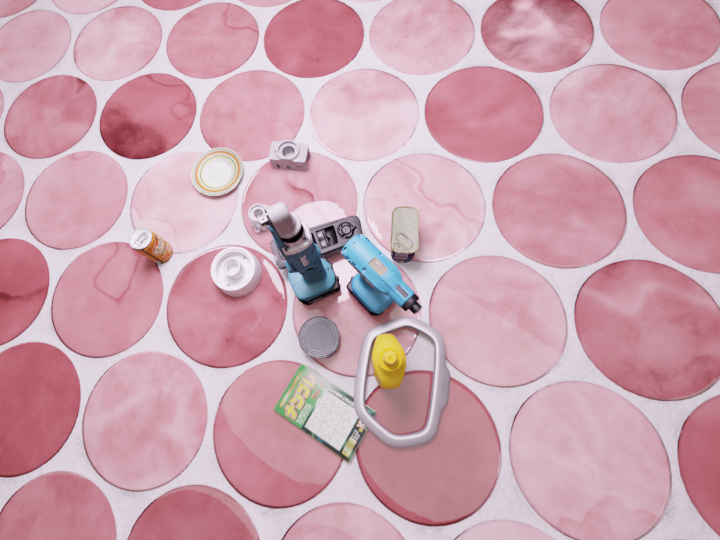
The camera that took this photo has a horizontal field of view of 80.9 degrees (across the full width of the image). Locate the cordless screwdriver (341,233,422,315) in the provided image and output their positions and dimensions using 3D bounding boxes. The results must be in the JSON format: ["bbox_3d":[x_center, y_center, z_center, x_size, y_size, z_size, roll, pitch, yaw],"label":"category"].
[{"bbox_3d":[0.040,0.034,0.788,0.074,0.243,0.164,-42,76,-9],"label":"cordless screwdriver"}]

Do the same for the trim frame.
[{"bbox_3d":[0.083,0.216,0.838,0.187,0.027,0.252,6,73,9],"label":"trim frame"}]

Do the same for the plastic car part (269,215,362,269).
[{"bbox_3d":[-0.091,-0.059,0.927,0.203,0.065,0.068,-21,73,-1],"label":"plastic car part"}]

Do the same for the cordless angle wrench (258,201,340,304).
[{"bbox_3d":[-0.100,-0.023,0.734,0.097,0.413,0.076,-24,75,-5],"label":"cordless angle wrench"}]
